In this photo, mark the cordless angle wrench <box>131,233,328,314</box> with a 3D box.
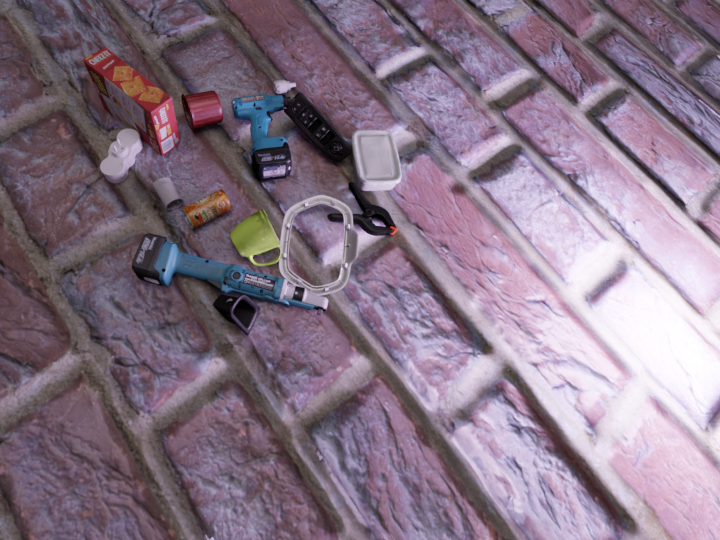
[{"bbox_3d":[-0.276,0.021,0.933,0.419,0.074,0.099,15,67,-5],"label":"cordless angle wrench"}]

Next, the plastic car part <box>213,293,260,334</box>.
[{"bbox_3d":[-0.270,0.081,0.891,0.073,0.111,0.066,12,65,18],"label":"plastic car part"}]

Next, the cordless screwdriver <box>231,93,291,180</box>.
[{"bbox_3d":[-0.230,-0.358,1.094,0.156,0.073,0.257,-14,67,-15],"label":"cordless screwdriver"}]

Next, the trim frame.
[{"bbox_3d":[-0.098,-0.064,0.999,0.184,0.027,0.252,5,72,-2],"label":"trim frame"}]

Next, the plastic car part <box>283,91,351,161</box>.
[{"bbox_3d":[-0.106,-0.365,1.104,0.067,0.067,0.202,-43,91,11],"label":"plastic car part"}]
